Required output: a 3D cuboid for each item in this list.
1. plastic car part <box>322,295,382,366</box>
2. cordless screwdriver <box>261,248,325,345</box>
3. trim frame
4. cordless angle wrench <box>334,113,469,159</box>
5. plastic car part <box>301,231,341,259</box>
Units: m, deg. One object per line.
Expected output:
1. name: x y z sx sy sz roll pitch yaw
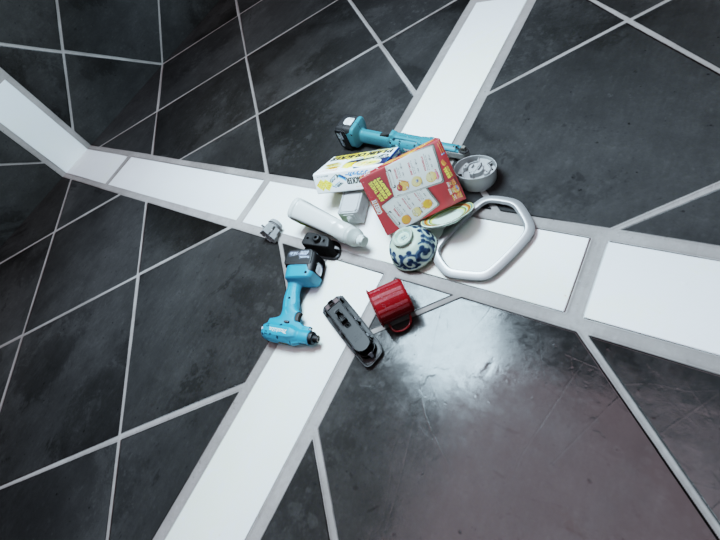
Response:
1. plastic car part: -0.023 0.129 0.982 0.066 0.064 0.214 -36 51 -8
2. cordless screwdriver: -0.148 0.070 1.083 0.166 0.070 0.252 2 64 29
3. trim frame: 0.279 -0.077 0.977 0.248 0.026 0.195 -46 50 -4
4. cordless angle wrench: 0.115 -0.378 1.237 0.446 0.093 0.074 23 71 33
5. plastic car part: -0.113 -0.074 1.161 0.123 0.067 0.066 10 67 36
